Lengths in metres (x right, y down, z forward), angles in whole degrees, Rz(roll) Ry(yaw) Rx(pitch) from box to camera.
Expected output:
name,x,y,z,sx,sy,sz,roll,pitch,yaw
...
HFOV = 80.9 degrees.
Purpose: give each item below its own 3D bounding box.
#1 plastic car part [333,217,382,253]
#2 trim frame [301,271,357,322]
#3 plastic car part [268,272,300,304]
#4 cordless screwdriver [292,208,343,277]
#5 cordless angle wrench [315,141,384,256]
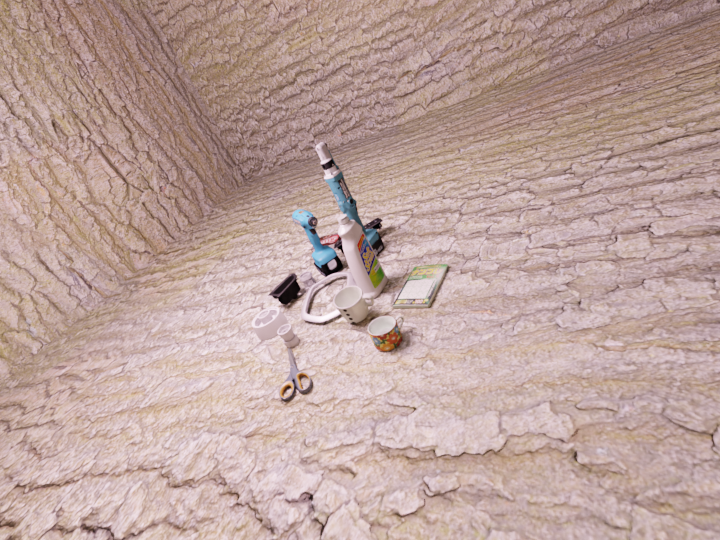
name,x,y,z,sx,sy,sz,roll,pitch,yaw
plastic car part,-0.005,-0.122,1.557,0.203,0.065,0.068,-26,25,3
trim frame,-0.096,0.081,1.325,0.188,0.026,0.252,-19,28,18
plastic car part,-0.243,0.071,1.434,0.069,0.068,0.115,2,39,48
cordless screwdriver,-0.140,-0.092,1.434,0.073,0.240,0.167,-33,24,-15
cordless angle wrench,-0.046,-0.225,1.394,0.078,0.408,0.097,0,34,47
